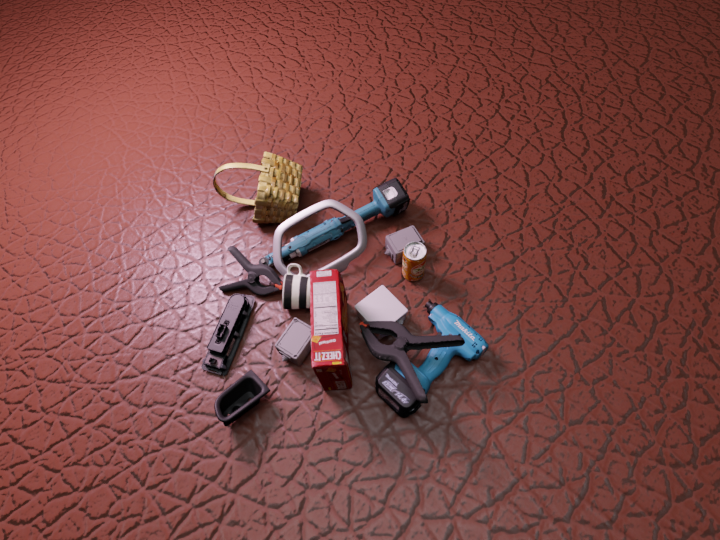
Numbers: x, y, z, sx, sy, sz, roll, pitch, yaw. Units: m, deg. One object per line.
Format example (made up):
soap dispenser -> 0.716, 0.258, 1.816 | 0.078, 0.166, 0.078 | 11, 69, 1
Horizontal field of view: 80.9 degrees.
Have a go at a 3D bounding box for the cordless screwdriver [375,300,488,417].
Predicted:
cordless screwdriver -> 0.132, 0.180, 0.906 | 0.245, 0.072, 0.167 | -36, 59, -19

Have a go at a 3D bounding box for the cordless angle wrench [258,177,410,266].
cordless angle wrench -> -0.074, -0.109, 1.112 | 0.421, 0.096, 0.076 | -28, 77, -5

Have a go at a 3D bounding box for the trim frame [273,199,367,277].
trim frame -> -0.103, -0.068, 1.058 | 0.248, 0.028, 0.183 | -30, 93, -2

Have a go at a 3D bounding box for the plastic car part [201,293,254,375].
plastic car part -> -0.316, 0.137, 1.003 | 0.068, 0.064, 0.205 | 7, 56, 18

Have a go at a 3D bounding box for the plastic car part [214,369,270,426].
plastic car part -> -0.256, 0.281, 0.894 | 0.069, 0.069, 0.114 | 36, 52, 24
